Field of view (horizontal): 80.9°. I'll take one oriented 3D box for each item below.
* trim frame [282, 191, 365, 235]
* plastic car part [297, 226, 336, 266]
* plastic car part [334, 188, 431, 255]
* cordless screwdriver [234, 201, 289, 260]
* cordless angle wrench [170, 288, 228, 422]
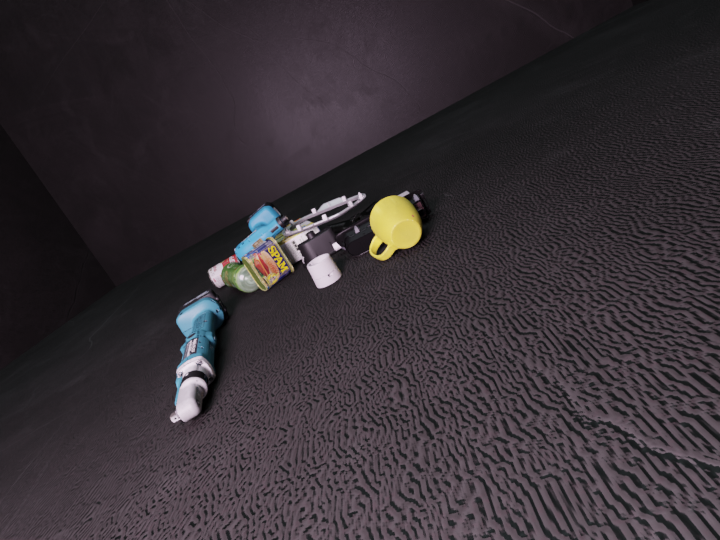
[{"bbox_3d":[-0.099,-0.147,1.092,0.255,0.027,0.183,-20,18,25],"label":"trim frame"},{"bbox_3d":[-0.097,-0.064,0.997,0.116,0.069,0.068,-29,14,-8],"label":"plastic car part"},{"bbox_3d":[0.046,-0.084,0.861,0.206,0.063,0.069,-23,42,15],"label":"plastic car part"},{"bbox_3d":[-0.251,-0.123,1.146,0.160,0.072,0.255,-38,21,12],"label":"cordless screwdriver"},{"bbox_3d":[-0.291,0.138,0.760,0.097,0.072,0.438,-32,20,-8],"label":"cordless angle wrench"}]
